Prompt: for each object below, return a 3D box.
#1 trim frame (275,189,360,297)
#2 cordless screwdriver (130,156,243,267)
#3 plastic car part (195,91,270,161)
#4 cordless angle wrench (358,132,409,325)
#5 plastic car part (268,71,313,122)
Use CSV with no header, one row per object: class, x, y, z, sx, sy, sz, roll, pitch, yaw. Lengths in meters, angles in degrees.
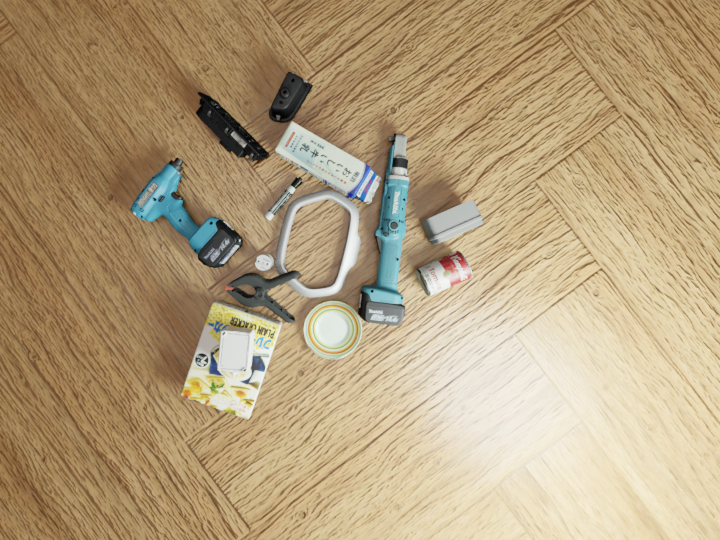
trim frame,-0.094,-0.061,0.959,0.185,0.027,0.249,12,87,2
cordless screwdriver,-0.371,-0.127,0.940,0.251,0.074,0.159,36,89,4
plastic car part,-0.297,-0.315,0.952,0.068,0.065,0.203,-41,91,25
cordless angle wrench,0.067,-0.096,0.938,0.098,0.074,0.424,7,87,-2
plastic car part,-0.162,-0.391,0.943,0.066,0.071,0.116,29,86,-1
